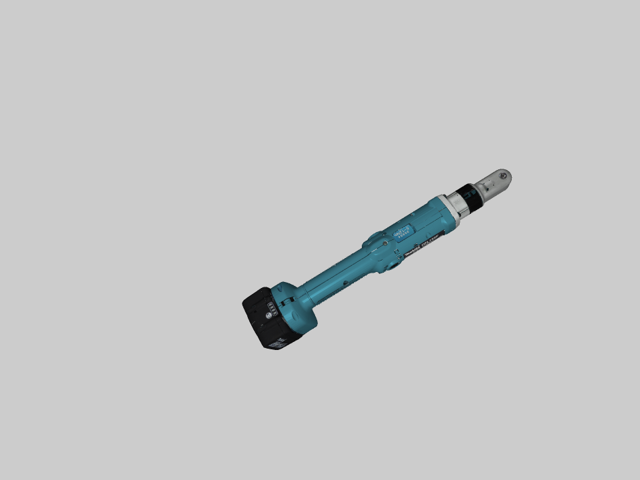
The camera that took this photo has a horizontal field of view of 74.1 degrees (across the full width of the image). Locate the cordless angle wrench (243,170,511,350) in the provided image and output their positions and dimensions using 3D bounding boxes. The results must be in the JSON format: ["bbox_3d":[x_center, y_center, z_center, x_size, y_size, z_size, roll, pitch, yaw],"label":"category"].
[{"bbox_3d":[0.091,0.017,0.612,0.423,0.074,0.098,-32,-21,1],"label":"cordless angle wrench"}]
